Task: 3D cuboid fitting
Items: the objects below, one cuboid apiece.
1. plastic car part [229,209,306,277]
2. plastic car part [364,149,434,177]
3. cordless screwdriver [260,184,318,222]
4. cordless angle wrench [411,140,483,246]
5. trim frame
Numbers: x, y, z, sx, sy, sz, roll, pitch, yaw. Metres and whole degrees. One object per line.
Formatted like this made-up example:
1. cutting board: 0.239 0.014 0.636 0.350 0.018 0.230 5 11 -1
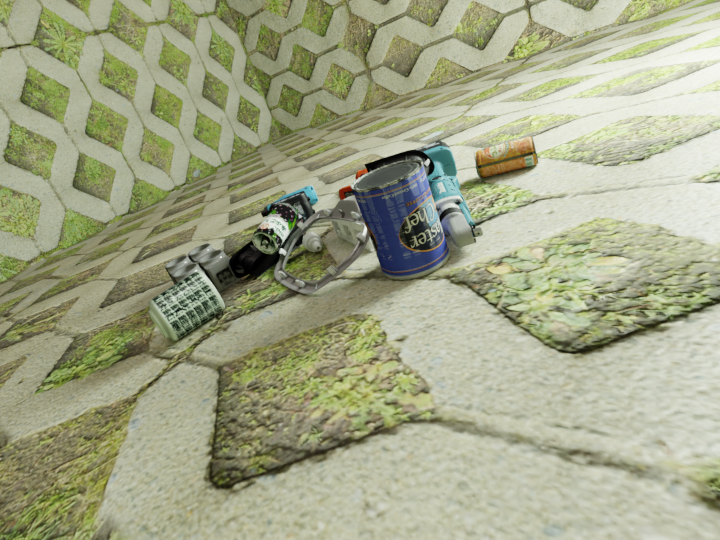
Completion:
1. plastic car part: -0.173 -0.045 0.851 0.070 0.064 0.199 28 48 29
2. plastic car part: 0.067 -0.165 0.744 0.120 0.063 0.071 -13 31 25
3. cordless screwdriver: -0.185 -0.150 1.047 0.160 0.072 0.254 -21 18 3
4. cordless angle wrench: 0.146 -0.144 0.763 0.099 0.072 0.431 -18 27 12
5. trim frame: -0.071 -0.046 0.725 0.184 0.026 0.260 -53 30 -12
